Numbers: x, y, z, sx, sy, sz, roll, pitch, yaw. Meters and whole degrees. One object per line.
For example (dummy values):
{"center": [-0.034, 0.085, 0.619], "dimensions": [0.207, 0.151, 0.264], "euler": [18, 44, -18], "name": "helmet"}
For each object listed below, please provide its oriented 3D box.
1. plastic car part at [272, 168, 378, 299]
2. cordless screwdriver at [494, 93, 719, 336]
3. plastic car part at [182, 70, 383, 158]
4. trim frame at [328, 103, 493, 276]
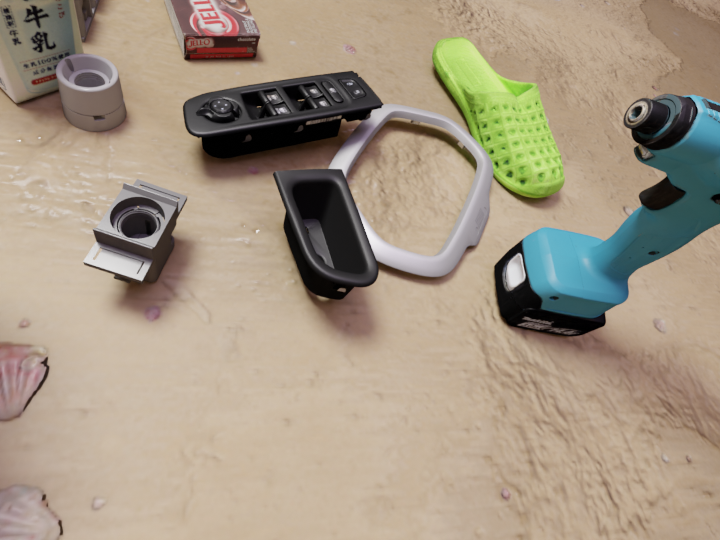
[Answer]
{"center": [-0.036, -0.023, 0.366], "dimensions": [0.064, 0.071, 0.120], "euler": [-8, 64, -25], "name": "plastic car part"}
{"center": [0.199, -0.029, 0.341], "dimensions": [0.156, 0.249, 0.076], "euler": [15, 58, -14], "name": "cordless screwdriver"}
{"center": [-0.082, -0.159, 0.435], "dimensions": [0.197, 0.067, 0.068], "euler": [-18, 69, -27], "name": "plastic car part"}
{"center": [0.065, -0.100, 0.473], "dimensions": [0.185, 0.027, 0.249], "euler": [30, 55, 1], "name": "trim frame"}
